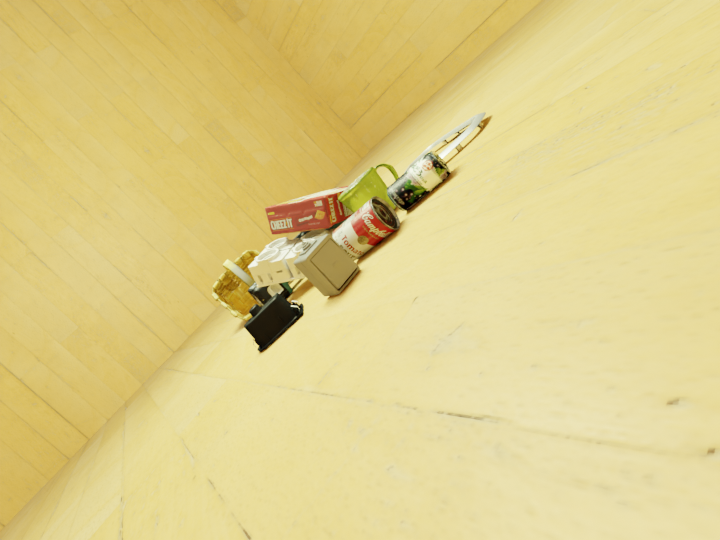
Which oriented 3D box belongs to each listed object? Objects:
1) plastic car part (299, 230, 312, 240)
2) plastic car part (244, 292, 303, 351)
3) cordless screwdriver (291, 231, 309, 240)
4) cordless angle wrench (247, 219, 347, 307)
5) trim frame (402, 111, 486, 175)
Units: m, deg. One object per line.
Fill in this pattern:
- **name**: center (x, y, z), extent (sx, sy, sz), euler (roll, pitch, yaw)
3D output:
- **plastic car part**: center (-0.151, -0.054, 1.145), extent (0.202, 0.067, 0.067), euler (-44, -1, -5)
- **plastic car part**: center (-0.167, 0.087, 0.772), extent (0.117, 0.070, 0.067), euler (-41, 9, 2)
- **cordless screwdriver**: center (-0.153, -0.097, 1.300), extent (0.160, 0.073, 0.251), euler (-43, 9, 7)
- **cordless angle wrench**: center (-0.105, -0.069, 1.078), extent (0.420, 0.073, 0.100), euler (-46, 12, -17)
- **trim frame**: center (0.172, -0.259, 0.915), extent (0.183, 0.027, 0.254), euler (-50, 12, -20)
